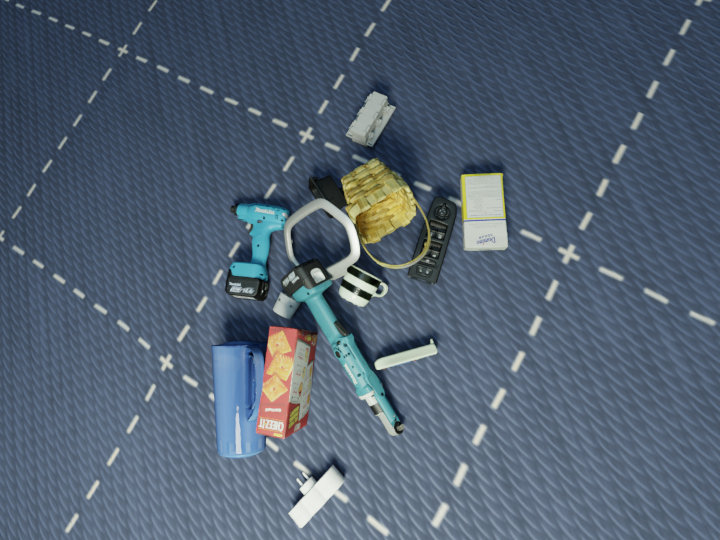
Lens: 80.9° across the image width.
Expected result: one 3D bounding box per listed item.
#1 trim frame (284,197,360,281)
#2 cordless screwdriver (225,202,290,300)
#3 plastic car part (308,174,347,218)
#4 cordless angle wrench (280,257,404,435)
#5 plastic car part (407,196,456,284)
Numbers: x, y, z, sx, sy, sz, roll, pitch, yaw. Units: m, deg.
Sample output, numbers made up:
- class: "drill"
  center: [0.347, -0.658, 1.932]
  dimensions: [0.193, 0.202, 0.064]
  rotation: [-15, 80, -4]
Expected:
- class: "trim frame"
  center: [-0.096, -0.063, 0.980]
  dimensions: [0.255, 0.027, 0.185]
  rotation: [-27, 88, 44]
- class: "cordless screwdriver"
  center: [-0.283, -0.054, 1.070]
  dimensions: [0.163, 0.072, 0.251]
  rotation: [9, 76, 14]
- class: "plastic car part"
  center: [-0.074, -0.192, 1.066]
  dimensions: [0.070, 0.065, 0.119]
  rotation: [-34, 76, -13]
- class: "cordless angle wrench"
  center: [-0.033, 0.174, 0.949]
  dimensions: [0.099, 0.072, 0.430]
  rotation: [-42, 76, 45]
- class: "plastic car part"
  center: [0.172, -0.069, 0.973]
  dimensions: [0.069, 0.064, 0.203]
  rotation: [16, 84, 20]
